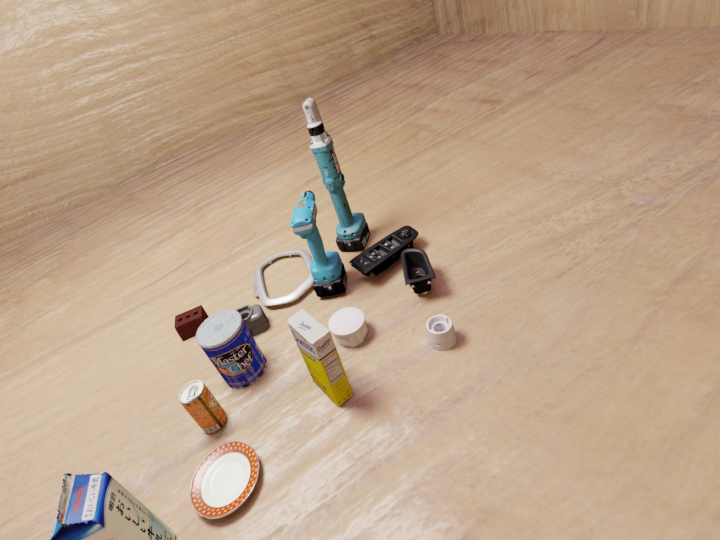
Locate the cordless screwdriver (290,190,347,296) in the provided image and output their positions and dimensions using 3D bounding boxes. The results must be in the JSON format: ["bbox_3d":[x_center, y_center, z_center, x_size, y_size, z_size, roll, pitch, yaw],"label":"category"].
[{"bbox_3d":[-0.101,-0.066,1.035,0.076,0.238,0.163,-12,35,11],"label":"cordless screwdriver"}]

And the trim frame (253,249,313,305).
[{"bbox_3d":[-0.214,0.015,1.169,0.183,0.026,0.261,-25,36,-5],"label":"trim frame"}]

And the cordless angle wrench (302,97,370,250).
[{"bbox_3d":[-0.069,-0.237,1.095,0.077,0.405,0.098,-2,38,25],"label":"cordless angle wrench"}]

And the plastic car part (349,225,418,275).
[{"bbox_3d":[0.070,-0.043,1.066,0.200,0.064,0.070,-38,39,-22],"label":"plastic car part"}]

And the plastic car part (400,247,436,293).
[{"bbox_3d":[0.132,0.007,0.966,0.067,0.068,0.120,-15,36,8],"label":"plastic car part"}]
